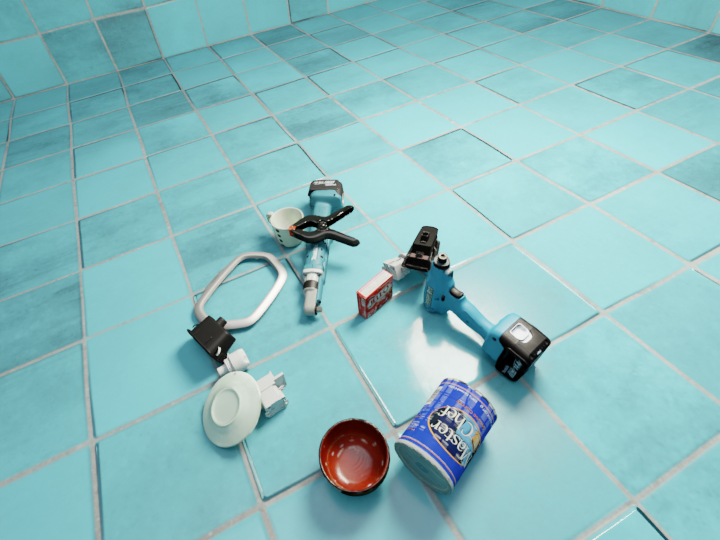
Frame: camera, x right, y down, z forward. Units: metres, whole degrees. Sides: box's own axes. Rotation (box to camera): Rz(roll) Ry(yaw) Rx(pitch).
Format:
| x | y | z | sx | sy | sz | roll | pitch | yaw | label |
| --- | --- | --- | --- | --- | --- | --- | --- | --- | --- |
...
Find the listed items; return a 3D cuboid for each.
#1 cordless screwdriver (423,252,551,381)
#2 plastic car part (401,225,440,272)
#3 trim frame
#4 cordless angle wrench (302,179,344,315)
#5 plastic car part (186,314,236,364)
| x | y | z | sx | sy | sz | roll | pitch | yaw | label |
| --- | --- | --- | --- | --- | --- | --- | --- | --- | --- |
| 0.225 | 0.078 | 0.802 | 0.073 | 0.153 | 0.263 | -32 | 52 | -24 | cordless screwdriver |
| 0.145 | -0.059 | 0.969 | 0.068 | 0.066 | 0.200 | 4 | 19 | 16 | plastic car part |
| -0.282 | 0.043 | 1.003 | 0.191 | 0.026 | 0.249 | 15 | 52 | 20 | trim frame |
| -0.103 | -0.067 | 1.055 | 0.099 | 0.071 | 0.434 | -2 | 48 | 6 | cordless angle wrench |
| -0.306 | 0.133 | 0.883 | 0.123 | 0.063 | 0.070 | 34 | 74 | 34 | plastic car part |
